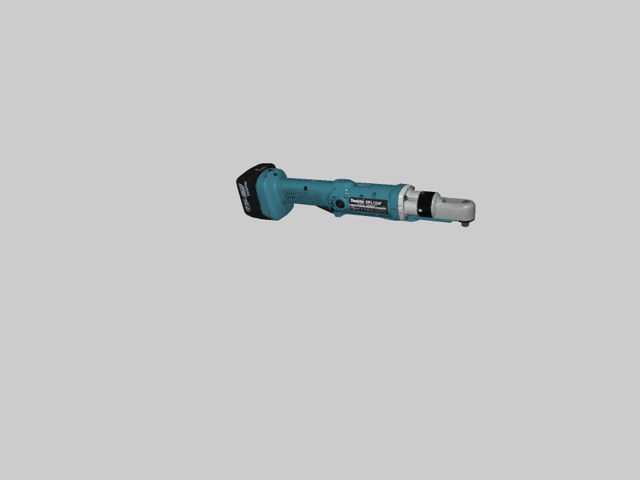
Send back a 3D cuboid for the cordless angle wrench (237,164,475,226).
[{"bbox_3d":[0.044,-0.071,0.723,0.423,0.098,0.074,9,35,30],"label":"cordless angle wrench"}]
